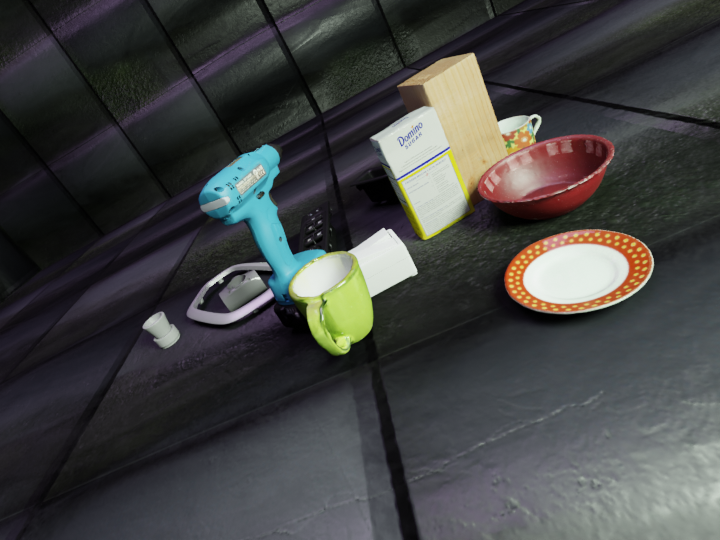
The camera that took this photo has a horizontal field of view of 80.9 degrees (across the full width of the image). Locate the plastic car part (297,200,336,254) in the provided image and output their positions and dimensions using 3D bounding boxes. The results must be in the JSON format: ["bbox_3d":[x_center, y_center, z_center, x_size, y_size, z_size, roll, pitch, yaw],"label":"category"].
[{"bbox_3d":[-0.073,-0.048,0.750,0.067,0.064,0.208,-24,28,12],"label":"plastic car part"}]

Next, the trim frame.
[{"bbox_3d":[-0.233,0.036,0.809,0.260,0.026,0.183,-1,39,44],"label":"trim frame"}]

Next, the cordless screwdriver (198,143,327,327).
[{"bbox_3d":[-0.105,-0.050,0.594,0.077,0.239,0.159,-12,30,34],"label":"cordless screwdriver"}]

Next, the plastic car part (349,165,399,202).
[{"bbox_3d":[0.049,-0.163,0.818,0.122,0.068,0.065,4,42,49],"label":"plastic car part"}]
